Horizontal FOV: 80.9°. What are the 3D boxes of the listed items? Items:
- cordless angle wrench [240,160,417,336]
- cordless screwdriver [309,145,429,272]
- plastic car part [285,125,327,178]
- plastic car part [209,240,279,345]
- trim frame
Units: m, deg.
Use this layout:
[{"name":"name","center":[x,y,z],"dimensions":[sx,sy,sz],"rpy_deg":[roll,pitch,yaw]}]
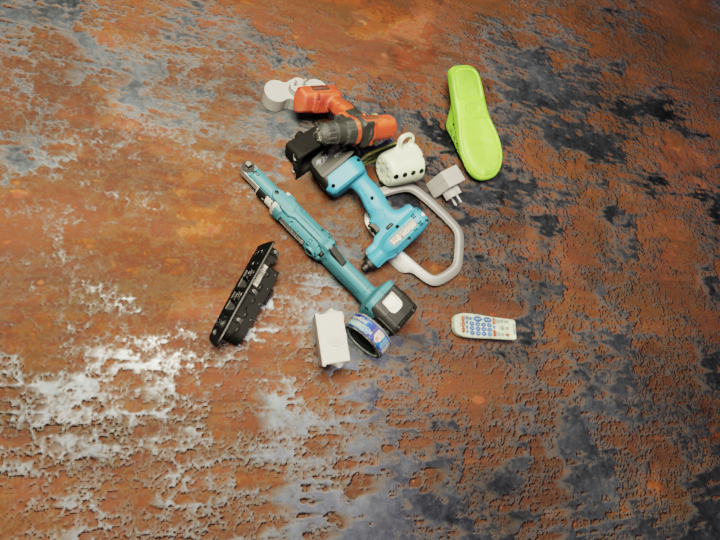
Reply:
[{"name":"cordless angle wrench","center":[-0.078,-0.051,0.798],"dimensions":[0.427,0.098,0.073],"rpy_deg":[45,66,5]},{"name":"cordless screwdriver","center":[-0.005,-0.128,0.834],"dimensions":[0.159,0.073,0.251],"rpy_deg":[-43,85,3]},{"name":"plastic car part","center":[-0.110,-0.254,0.865],"dimensions":[0.073,0.065,0.115],"rpy_deg":[40,63,10]},{"name":"plastic car part","center":[-0.197,0.046,0.745],"dimensions":[0.064,0.069,0.203],"rpy_deg":[44,62,-32]},{"name":"trim frame","center":[0.117,-0.081,0.895],"dimensions":[0.247,0.028,0.183],"rpy_deg":[42,66,-3]}]
